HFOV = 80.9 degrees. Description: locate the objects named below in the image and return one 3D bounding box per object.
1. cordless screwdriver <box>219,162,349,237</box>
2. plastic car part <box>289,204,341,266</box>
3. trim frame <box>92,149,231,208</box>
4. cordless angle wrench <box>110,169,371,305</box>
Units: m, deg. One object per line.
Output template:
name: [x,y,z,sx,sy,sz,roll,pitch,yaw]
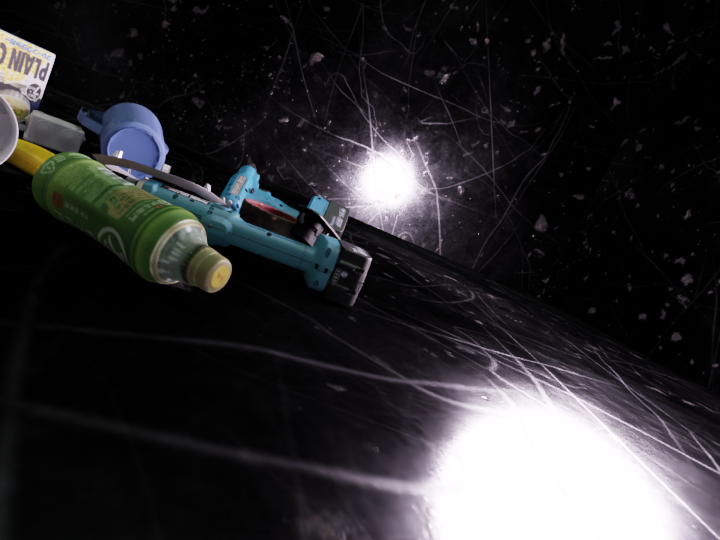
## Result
cordless screwdriver: [-0.149,-0.134,0.856,0.246,0.074,0.162,19,44,-6]
plastic car part: [-0.070,-0.046,0.717,0.069,0.067,0.194,36,-12,25]
trim frame: [-0.302,-0.135,0.663,0.186,0.027,0.246,15,-3,3]
cordless angle wrench: [-0.196,-0.063,0.582,0.418,0.074,0.099,20,9,-6]
